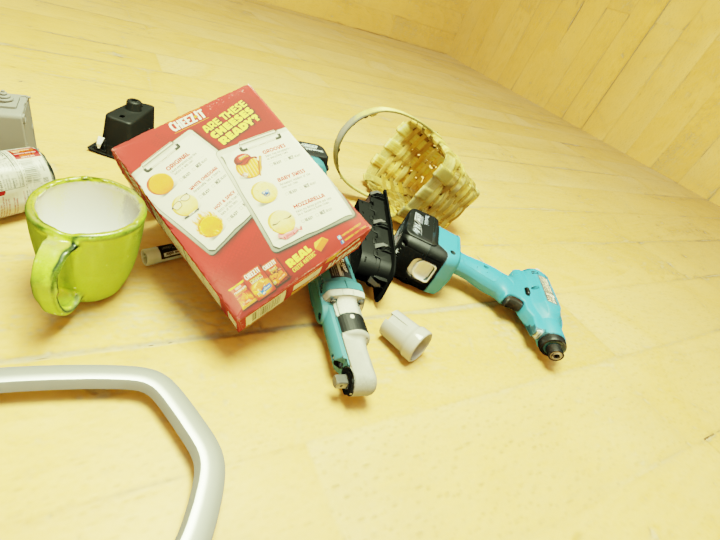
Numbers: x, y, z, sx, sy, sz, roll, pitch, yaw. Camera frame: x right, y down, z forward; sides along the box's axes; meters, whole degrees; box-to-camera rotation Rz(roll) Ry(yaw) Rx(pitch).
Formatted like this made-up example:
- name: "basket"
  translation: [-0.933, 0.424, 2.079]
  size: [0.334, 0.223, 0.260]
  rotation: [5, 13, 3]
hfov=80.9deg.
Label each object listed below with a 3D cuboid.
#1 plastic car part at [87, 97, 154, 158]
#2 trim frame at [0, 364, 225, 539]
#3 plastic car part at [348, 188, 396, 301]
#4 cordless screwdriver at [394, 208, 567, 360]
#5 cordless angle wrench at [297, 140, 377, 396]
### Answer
- name: "plastic car part"
  translation: [-0.345, -0.219, 0.634]
  size: [0.065, 0.070, 0.119]
  rotation: [18, 37, -10]
- name: "trim frame"
  translation: [-0.209, 0.137, 0.263]
  size: [0.239, 0.027, 0.193]
  rotation: [4, 37, -26]
- name: "plastic car part"
  translation: [0.011, -0.047, 0.581]
  size: [0.064, 0.066, 0.210]
  rotation: [22, 34, -22]
- name: "cordless screwdriver"
  translation: [0.157, 0.019, 0.575]
  size: [0.247, 0.074, 0.161]
  rotation: [23, 34, -4]
- name: "cordless angle wrench"
  translation: [-0.053, -0.035, 0.542]
  size: [0.094, 0.073, 0.443]
  rotation: [4, 41, -24]
